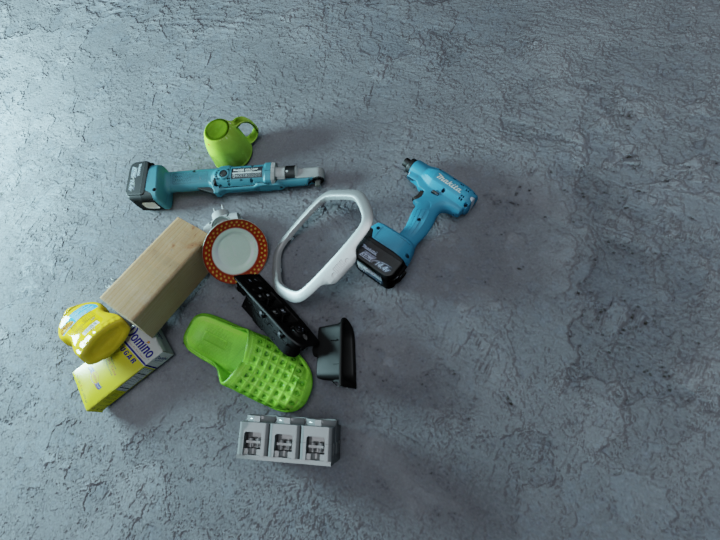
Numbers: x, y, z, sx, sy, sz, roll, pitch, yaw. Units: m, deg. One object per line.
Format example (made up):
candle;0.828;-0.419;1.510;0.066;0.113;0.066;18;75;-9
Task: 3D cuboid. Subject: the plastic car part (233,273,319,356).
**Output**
plastic car part;-0.162;0.085;0.771;0.214;0.063;0.067;36;104;30

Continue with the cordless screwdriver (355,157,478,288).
cordless screwdriver;0.080;-0.098;0.792;0.166;0.072;0.248;40;78;21

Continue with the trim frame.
trim frame;-0.077;-0.051;0.791;0.249;0.026;0.195;-47;46;5

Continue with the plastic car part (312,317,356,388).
plastic car part;-0.049;0.147;0.741;0.073;0.062;0.119;-13;65;20

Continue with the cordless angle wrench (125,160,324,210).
cordless angle wrench;-0.286;-0.193;0.906;0.429;0.072;0.100;-2;71;9
